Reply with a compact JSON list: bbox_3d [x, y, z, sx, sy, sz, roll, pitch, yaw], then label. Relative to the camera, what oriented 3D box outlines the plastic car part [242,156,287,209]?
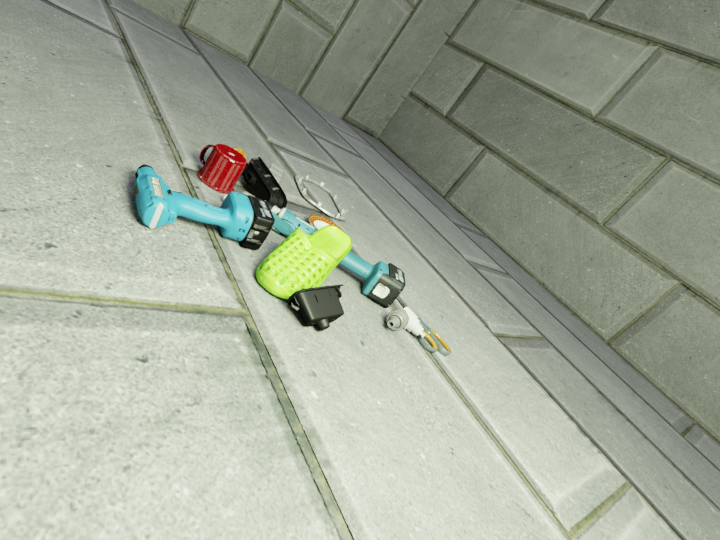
[{"bbox_3d":[-0.241,-0.210,1.033,0.213,0.066,0.063,52,13,31],"label":"plastic car part"}]

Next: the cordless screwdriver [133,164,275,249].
[{"bbox_3d":[-0.293,-0.124,0.790,0.236,0.074,0.168,10,33,-40],"label":"cordless screwdriver"}]

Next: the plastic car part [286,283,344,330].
[{"bbox_3d":[-0.073,0.070,0.744,0.111,0.067,0.073,-6,61,-55],"label":"plastic car part"}]

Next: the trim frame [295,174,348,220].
[{"bbox_3d":[-0.121,-0.235,1.337,0.175,0.027,0.260,24,23,-31],"label":"trim frame"}]

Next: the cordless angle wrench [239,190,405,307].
[{"bbox_3d":[-0.094,-0.062,0.964,0.419,0.074,0.099,31,23,-5],"label":"cordless angle wrench"}]
